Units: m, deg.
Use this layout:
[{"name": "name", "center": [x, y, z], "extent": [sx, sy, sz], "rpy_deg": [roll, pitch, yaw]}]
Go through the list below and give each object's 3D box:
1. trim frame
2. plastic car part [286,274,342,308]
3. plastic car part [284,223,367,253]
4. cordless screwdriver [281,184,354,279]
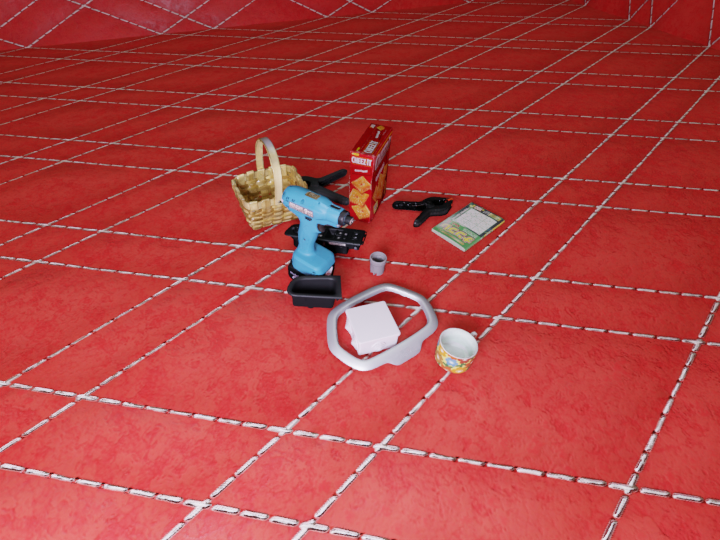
[{"name": "trim frame", "center": [0.043, 0.114, 0.891], "extent": [0.243, 0.027, 0.194], "rpy_deg": [-26, 50, -23]}, {"name": "plastic car part", "center": [-0.101, 0.054, 0.925], "extent": [0.116, 0.069, 0.068], "rpy_deg": [-1, 45, -1]}, {"name": "plastic car part", "center": [-0.090, -0.079, 1.062], "extent": [0.207, 0.065, 0.067], "rpy_deg": [11, 45, 12]}, {"name": "cordless screwdriver", "center": [-0.090, -0.059, 0.917], "extent": [0.166, 0.241, 0.073], "rpy_deg": [27, 49, 23]}]
